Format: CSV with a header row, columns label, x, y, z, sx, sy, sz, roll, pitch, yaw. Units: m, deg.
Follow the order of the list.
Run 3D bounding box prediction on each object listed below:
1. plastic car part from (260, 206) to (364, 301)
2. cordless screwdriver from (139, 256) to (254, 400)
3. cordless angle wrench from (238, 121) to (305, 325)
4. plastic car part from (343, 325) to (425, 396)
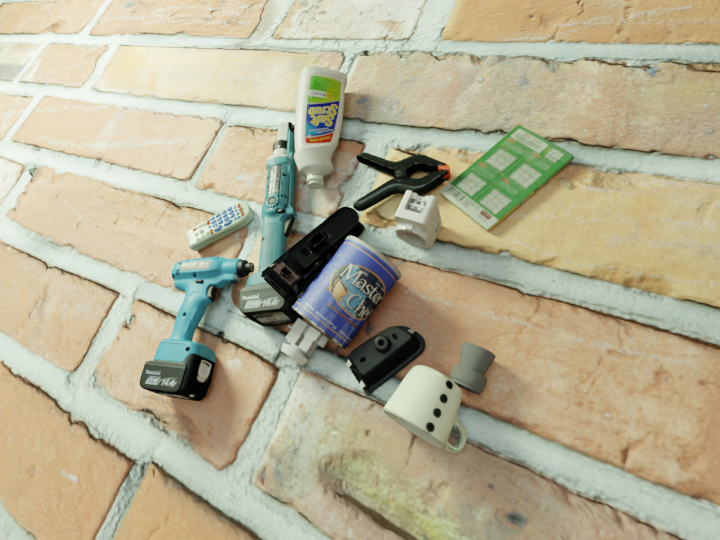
label,x,y,z,sx,sy,sz,roll,pitch,yaw
plastic car part,-0.066,-0.043,0.679,0.068,0.066,0.200,36,53,16
cordless screwdriver,-0.272,0.089,0.727,0.163,0.071,0.255,-6,60,17
cordless angle wrench,-0.151,-0.114,0.782,0.100,0.071,0.434,-10,61,14
plastic car part,0.031,0.115,0.603,0.117,0.067,0.069,-37,62,3
